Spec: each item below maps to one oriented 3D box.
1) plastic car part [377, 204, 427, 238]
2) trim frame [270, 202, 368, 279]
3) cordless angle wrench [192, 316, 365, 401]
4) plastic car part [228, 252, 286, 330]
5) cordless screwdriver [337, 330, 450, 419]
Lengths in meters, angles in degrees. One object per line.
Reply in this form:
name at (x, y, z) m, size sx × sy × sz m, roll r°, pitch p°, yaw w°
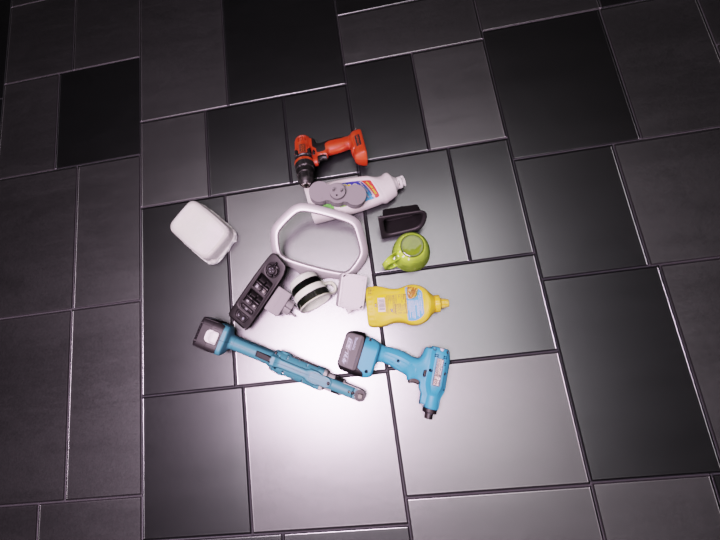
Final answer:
plastic car part at (0.101, -0.133, 1.053) m, size 0.117 × 0.063 × 0.073 m, roll -12°, pitch 38°, yaw 5°
trim frame at (-0.103, -0.067, 1.053) m, size 0.247 × 0.028 × 0.183 m, roll 14°, pitch 99°, yaw -3°
cordless angle wrench at (-0.189, 0.220, 1.007) m, size 0.430 × 0.096 × 0.074 m, roll 20°, pitch 81°, yaw 8°
plastic car part at (-0.242, 0.050, 1.049) m, size 0.069 × 0.064 × 0.203 m, roll 40°, pitch 106°, yaw 18°
cordless screwdriver at (0.070, 0.233, 0.969) m, size 0.252 × 0.073 × 0.160 m, roll 12°, pitch 79°, yaw 7°
